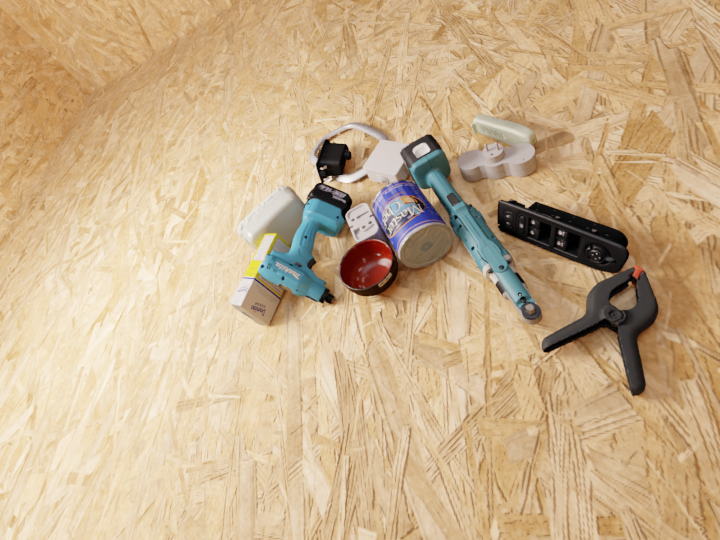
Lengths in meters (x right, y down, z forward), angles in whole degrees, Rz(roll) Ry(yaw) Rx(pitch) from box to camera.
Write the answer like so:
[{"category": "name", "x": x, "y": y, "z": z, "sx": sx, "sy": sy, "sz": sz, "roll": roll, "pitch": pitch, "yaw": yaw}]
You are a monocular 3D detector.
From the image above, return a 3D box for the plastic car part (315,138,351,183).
[{"category": "plastic car part", "x": -0.060, "y": -0.275, "z": 1.032, "sx": 0.073, "sy": 0.063, "sz": 0.118, "roll": 6, "pitch": 57, "yaw": 17}]

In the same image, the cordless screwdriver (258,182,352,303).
[{"category": "cordless screwdriver", "x": -0.087, "y": -0.057, "z": 0.888, "sx": 0.160, "sy": 0.074, "sz": 0.250, "roll": 26, "pitch": 62, "yaw": 2}]

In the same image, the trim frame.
[{"category": "trim frame", "x": -0.035, "y": -0.303, "z": 1.083, "sx": 0.184, "sy": 0.026, "sz": 0.263, "roll": -45, "pitch": 48, "yaw": -5}]

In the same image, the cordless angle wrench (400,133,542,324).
[{"category": "cordless angle wrench", "x": 0.189, "y": -0.085, "z": 0.749, "sx": 0.075, "sy": 0.092, "sz": 0.443, "roll": -30, "pitch": 51, "yaw": 9}]

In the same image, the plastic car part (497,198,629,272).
[{"category": "plastic car part", "x": 0.319, "y": -0.061, "z": 0.666, "sx": 0.066, "sy": 0.064, "sz": 0.215, "roll": -26, "pitch": 40, "yaw": -23}]
